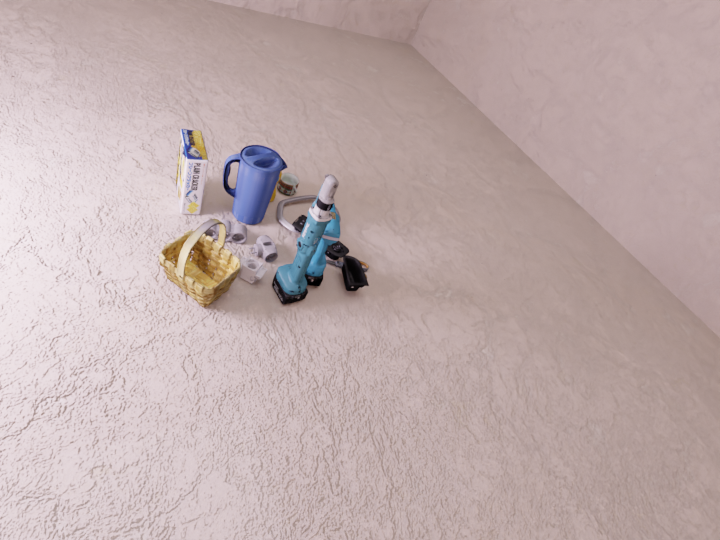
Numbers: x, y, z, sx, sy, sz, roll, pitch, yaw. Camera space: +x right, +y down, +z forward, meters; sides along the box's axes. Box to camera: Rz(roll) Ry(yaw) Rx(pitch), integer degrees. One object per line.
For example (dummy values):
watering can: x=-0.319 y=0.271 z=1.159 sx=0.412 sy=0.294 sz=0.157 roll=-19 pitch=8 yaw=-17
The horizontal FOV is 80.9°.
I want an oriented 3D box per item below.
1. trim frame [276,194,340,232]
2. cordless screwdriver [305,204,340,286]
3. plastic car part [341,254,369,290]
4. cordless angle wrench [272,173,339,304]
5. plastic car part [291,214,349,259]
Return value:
trim frame: x=-0.184 y=-0.199 z=1.501 sx=0.239 sy=0.027 sz=0.193 roll=-16 pitch=55 yaw=-36
cordless screwdriver: x=-0.121 y=-0.079 z=1.242 sx=0.072 sy=0.247 sz=0.165 roll=13 pitch=44 yaw=-18
plastic car part: x=-0.029 y=0.018 z=1.315 sx=0.064 sy=0.070 sz=0.122 roll=3 pitch=46 yaw=-25
cordless angle wrench: x=-0.137 y=-0.072 z=1.098 sx=0.071 sy=0.420 sz=0.102 roll=-11 pitch=55 yaw=-36
plastic car part: x=-0.134 y=-0.097 z=1.389 sx=0.207 sy=0.066 sz=0.065 roll=33 pitch=42 yaw=9
